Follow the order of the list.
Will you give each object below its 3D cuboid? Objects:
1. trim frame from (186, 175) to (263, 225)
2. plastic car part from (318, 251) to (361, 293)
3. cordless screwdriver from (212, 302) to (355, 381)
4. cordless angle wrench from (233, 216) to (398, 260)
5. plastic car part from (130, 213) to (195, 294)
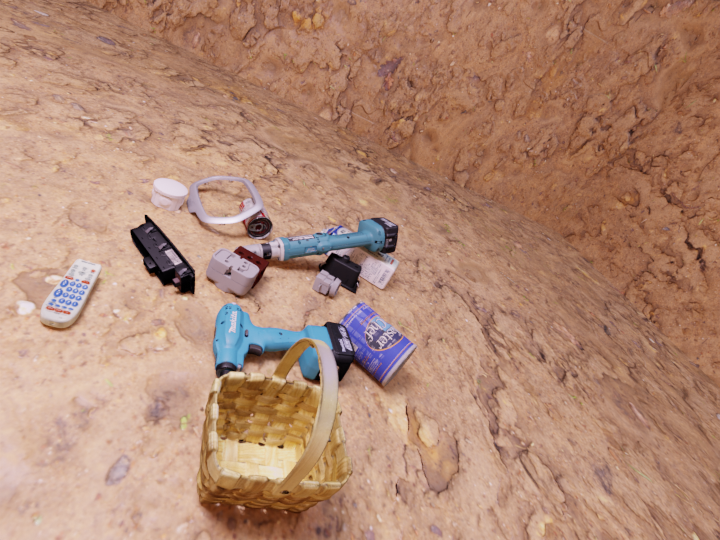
[{"bbox_3d":[-0.354,-0.186,1.093,0.179,0.027,0.262,-15,43,-21],"label":"trim frame"},{"bbox_3d":[-0.044,-0.005,1.093,0.116,0.071,0.066,30,26,-4],"label":"plastic car part"},{"bbox_3d":[-0.134,0.145,0.741,0.241,0.074,0.166,14,30,-19],"label":"cordless screwdriver"},{"bbox_3d":[-0.103,-0.067,1.050,0.409,0.073,0.103,-10,29,-25],"label":"cordless angle wrench"},{"bbox_3d":[-0.393,-0.030,0.826,0.065,0.065,0.213,-26,56,-29],"label":"plastic car part"}]
